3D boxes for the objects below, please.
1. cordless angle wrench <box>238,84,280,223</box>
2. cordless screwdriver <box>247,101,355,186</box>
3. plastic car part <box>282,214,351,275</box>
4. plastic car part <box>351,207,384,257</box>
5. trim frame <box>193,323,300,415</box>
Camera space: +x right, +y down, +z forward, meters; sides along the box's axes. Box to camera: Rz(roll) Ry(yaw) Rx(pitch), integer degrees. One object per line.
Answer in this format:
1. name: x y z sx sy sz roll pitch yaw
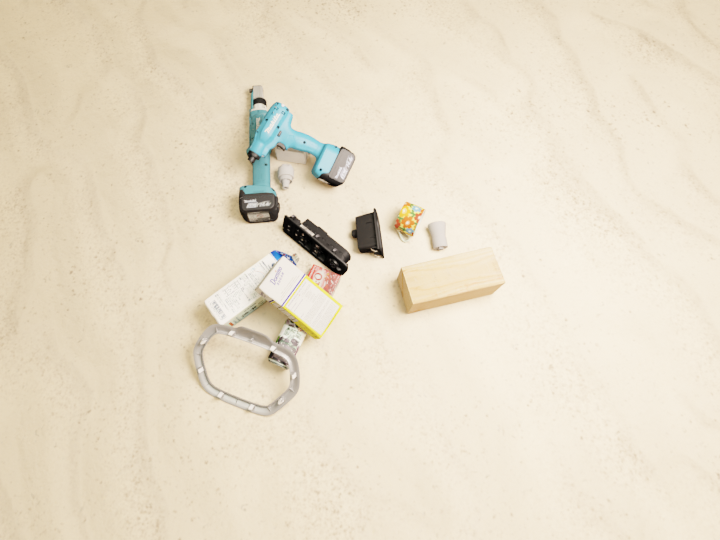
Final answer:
1. cordless angle wrench: -0.271 -0.331 1.131 0.098 0.072 0.434 -6 67 -1
2. cordless screwdriver: -0.148 -0.287 1.055 0.243 0.076 0.159 30 90 -11
3. plastic car part: -0.100 -0.066 1.027 0.210 0.065 0.065 42 50 17
4. plastic car part: 0.015 -0.088 1.030 0.072 0.063 0.120 -13 66 11
5. trim frame: -0.248 0.210 0.904 0.254 0.027 0.183 19 99 11
